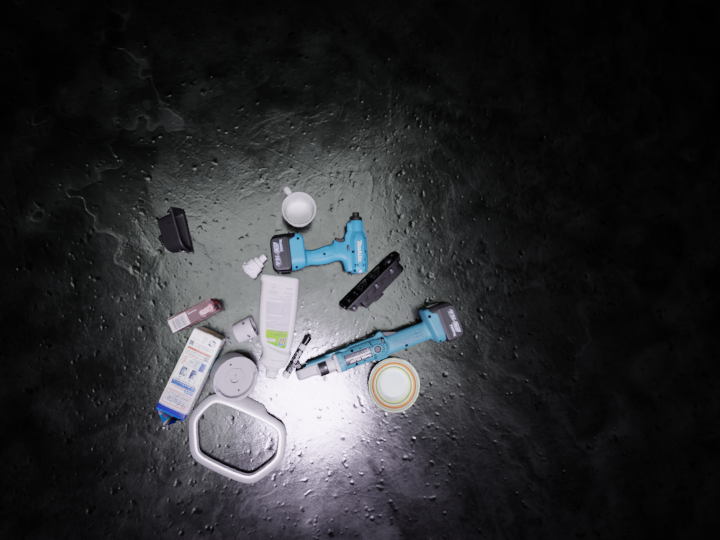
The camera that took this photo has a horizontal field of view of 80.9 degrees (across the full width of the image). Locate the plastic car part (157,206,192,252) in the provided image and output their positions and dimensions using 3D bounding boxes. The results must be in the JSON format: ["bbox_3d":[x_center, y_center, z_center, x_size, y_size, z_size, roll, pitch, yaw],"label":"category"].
[{"bbox_3d":[-0.476,-0.096,1.068,0.072,0.065,0.117,-13,88,8],"label":"plastic car part"}]

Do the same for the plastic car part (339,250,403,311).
[{"bbox_3d":[0.039,0.035,1.078,0.066,0.068,0.202,43,82,-11],"label":"plastic car part"}]

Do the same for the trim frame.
[{"bbox_3d":[-0.300,0.405,1.030,0.249,0.027,0.184,24,83,1],"label":"trim frame"}]

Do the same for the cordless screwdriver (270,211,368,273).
[{"bbox_3d":[-0.105,-0.069,1.078,0.245,0.075,0.160,-2,83,-8],"label":"cordless screwdriver"}]

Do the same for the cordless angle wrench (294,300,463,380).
[{"bbox_3d":[0.040,0.191,1.056,0.421,0.074,0.099,-20,86,-3],"label":"cordless angle wrench"}]
